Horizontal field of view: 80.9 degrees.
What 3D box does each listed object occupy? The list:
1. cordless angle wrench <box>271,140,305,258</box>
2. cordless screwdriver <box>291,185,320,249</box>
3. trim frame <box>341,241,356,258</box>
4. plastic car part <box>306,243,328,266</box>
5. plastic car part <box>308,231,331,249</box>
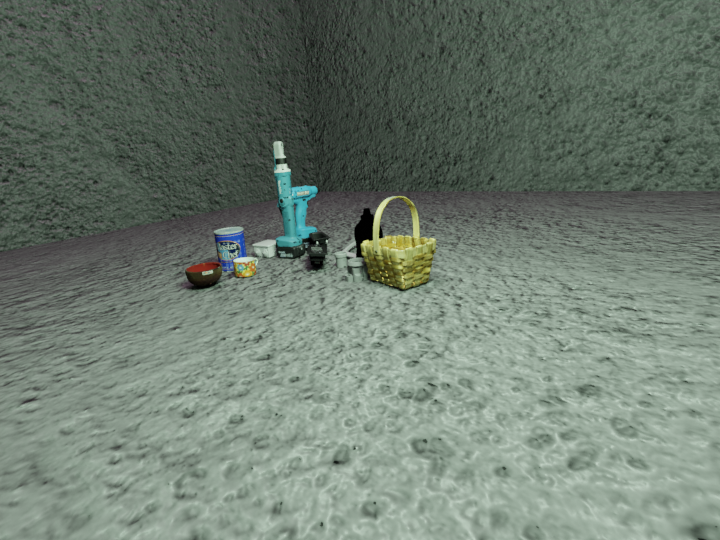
[{"bbox_3d":[-0.274,-0.255,1.542,0.102,0.416,0.072,3,15,30],"label":"cordless angle wrench"},{"bbox_3d":[-0.214,-0.213,1.681,0.153,0.245,0.078,-17,18,-41],"label":"cordless screwdriver"},{"bbox_3d":[0.034,-0.079,1.527,0.190,0.027,0.245,0,17,20],"label":"trim frame"},{"bbox_3d":[-0.146,-0.052,1.427,0.066,0.066,0.207,-7,16,-5],"label":"plastic car part"},{"bbox_3d":[-0.156,-0.102,1.596,0.065,0.070,0.121,-9,16,-16],"label":"plastic car part"}]
